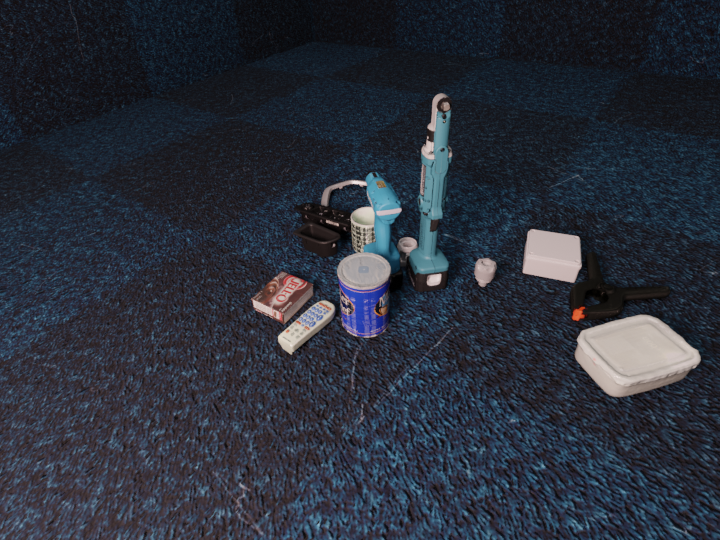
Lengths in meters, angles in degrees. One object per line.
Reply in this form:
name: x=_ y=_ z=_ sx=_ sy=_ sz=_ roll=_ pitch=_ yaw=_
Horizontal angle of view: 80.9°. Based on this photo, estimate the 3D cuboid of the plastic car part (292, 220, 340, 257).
plastic car part: x=-0.103 y=-0.068 z=1.058 sx=0.123 sy=0.068 sz=0.065 roll=26 pitch=47 yaw=32

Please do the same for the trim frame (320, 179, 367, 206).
trim frame: x=-0.023 y=-0.200 z=1.240 sx=0.186 sy=0.026 sz=0.255 roll=-3 pitch=40 yaw=4

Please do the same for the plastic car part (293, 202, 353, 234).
plastic car part: x=-0.091 y=-0.140 z=1.147 sx=0.214 sy=0.065 sz=0.065 roll=24 pitch=46 yaw=31

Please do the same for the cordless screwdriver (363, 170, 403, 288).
cordless screwdriver: x=0.042 y=-0.086 z=0.926 sx=0.074 sy=0.240 sz=0.166 roll=-8 pitch=39 yaw=-7

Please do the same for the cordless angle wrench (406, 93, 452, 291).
cordless angle wrench: x=0.144 y=-0.139 z=0.844 sx=0.074 sy=0.408 sz=0.102 roll=-7 pitch=39 yaw=-6
